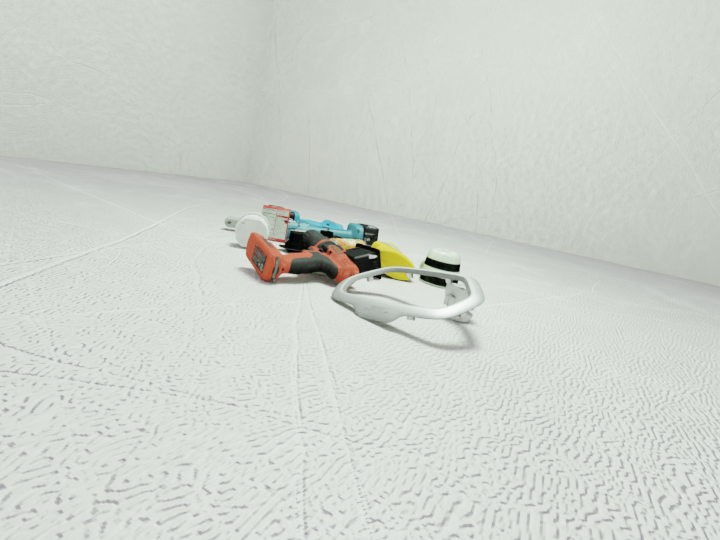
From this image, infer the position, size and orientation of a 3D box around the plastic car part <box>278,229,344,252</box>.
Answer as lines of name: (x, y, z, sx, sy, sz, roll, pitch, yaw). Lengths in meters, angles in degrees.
plastic car part: (-0.102, -0.067, 1.047, 0.194, 0.066, 0.070, -1, 23, -35)

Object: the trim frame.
trim frame: (0.070, 0.034, 0.673, 0.262, 0.027, 0.178, 9, 25, 38)

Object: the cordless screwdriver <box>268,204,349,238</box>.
cordless screwdriver: (-0.157, -0.133, 1.277, 0.237, 0.074, 0.168, 8, 11, -31)

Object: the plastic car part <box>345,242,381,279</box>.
plastic car part: (-0.011, -0.021, 0.926, 0.069, 0.065, 0.122, -10, 17, -25)

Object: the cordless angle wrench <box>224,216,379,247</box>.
cordless angle wrench: (-0.164, -0.111, 1.178, 0.416, 0.074, 0.100, 6, 12, -10)
